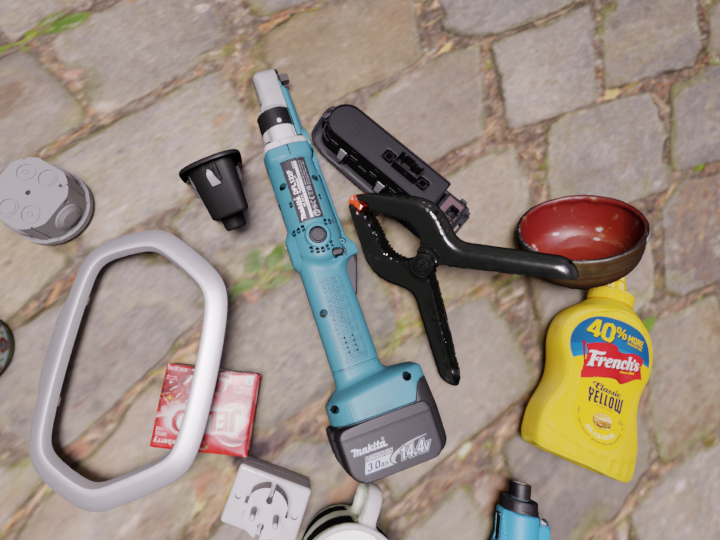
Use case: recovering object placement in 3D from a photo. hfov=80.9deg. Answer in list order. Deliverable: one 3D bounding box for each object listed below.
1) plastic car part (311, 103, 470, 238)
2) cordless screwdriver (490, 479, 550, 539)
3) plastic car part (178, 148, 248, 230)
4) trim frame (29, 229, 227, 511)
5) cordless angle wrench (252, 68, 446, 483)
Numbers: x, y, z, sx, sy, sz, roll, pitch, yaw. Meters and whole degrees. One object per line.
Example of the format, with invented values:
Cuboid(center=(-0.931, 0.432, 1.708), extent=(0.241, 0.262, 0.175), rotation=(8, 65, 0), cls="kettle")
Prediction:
Cuboid(center=(0.029, -0.111, 0.458), extent=(0.207, 0.066, 0.066), rotation=(40, 83, 9), cls="plastic car part")
Cuboid(center=(0.231, 0.289, 0.361), extent=(0.250, 0.073, 0.161), rotation=(11, 75, 3), cls="cordless screwdriver")
Cuboid(center=(-0.136, -0.075, 0.417), extent=(0.065, 0.120, 0.069), rotation=(-24, 106, -12), cls="plastic car part")
Cuboid(center=(-0.215, 0.081, 0.388), extent=(0.188, 0.027, 0.251), rotation=(4, 77, 11), cls="trim frame")
Cuboid(center=(-0.042, -0.027, 0.427), extent=(0.097, 0.073, 0.432), rotation=(-17, 75, -10), cls="cordless angle wrench")
